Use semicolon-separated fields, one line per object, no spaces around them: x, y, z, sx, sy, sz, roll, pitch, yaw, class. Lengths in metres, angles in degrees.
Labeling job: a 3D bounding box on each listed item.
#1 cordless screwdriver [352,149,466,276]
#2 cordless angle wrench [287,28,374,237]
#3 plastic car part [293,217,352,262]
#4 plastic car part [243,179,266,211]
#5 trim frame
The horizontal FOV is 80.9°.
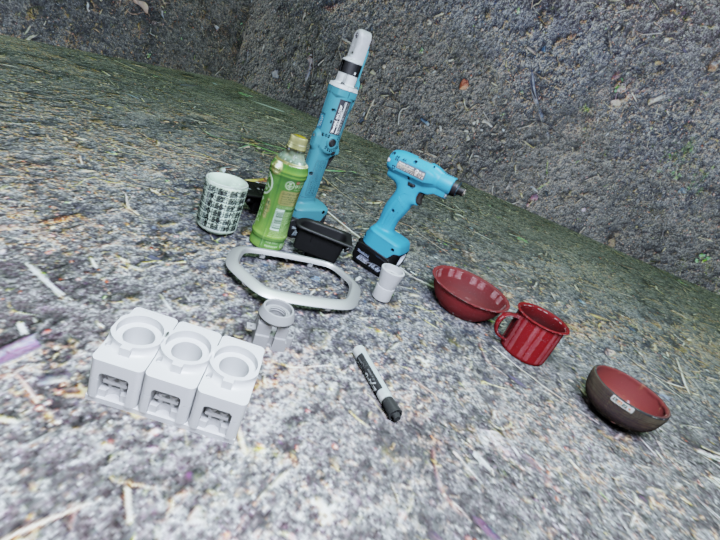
0.092;-0.101;0.851;0.166;0.246;0.072;32;25;22;cordless screwdriver
-0.069;-0.265;0.859;0.093;0.419;0.079;4;30;-38;cordless angle wrench
-0.081;-0.053;0.831;0.115;0.070;0.067;18;24;-8;plastic car part
-0.195;-0.157;0.967;0.193;0.066;0.070;-2;33;-41;plastic car part
-0.110;0.010;0.727;0.239;0.027;0.193;8;27;-26;trim frame
